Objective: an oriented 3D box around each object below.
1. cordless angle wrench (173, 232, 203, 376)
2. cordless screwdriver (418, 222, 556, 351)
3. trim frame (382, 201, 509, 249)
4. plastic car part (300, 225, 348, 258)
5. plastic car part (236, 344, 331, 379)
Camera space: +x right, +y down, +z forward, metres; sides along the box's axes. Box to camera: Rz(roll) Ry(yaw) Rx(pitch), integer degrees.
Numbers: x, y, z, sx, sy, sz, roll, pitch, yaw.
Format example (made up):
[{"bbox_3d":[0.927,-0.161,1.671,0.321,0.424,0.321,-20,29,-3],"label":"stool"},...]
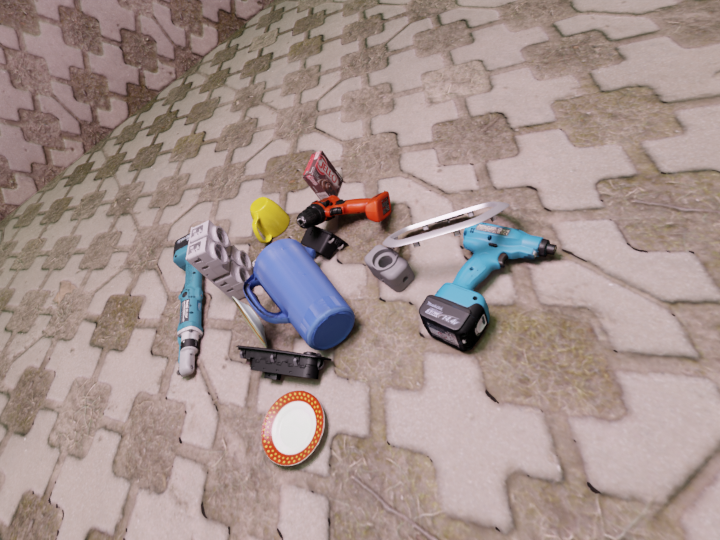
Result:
[{"bbox_3d":[-0.438,0.075,1.092,0.099,0.070,0.442,-26,48,10],"label":"cordless angle wrench"},{"bbox_3d":[0.220,0.021,0.738,0.168,0.070,0.248,16,61,38],"label":"cordless screwdriver"},{"bbox_3d":[0.159,-0.086,0.819,0.256,0.027,0.182,-17,13,26],"label":"trim frame"},{"bbox_3d":[-0.099,-0.065,1.010,0.123,0.062,0.071,23,82,45],"label":"plastic car part"},{"bbox_3d":[-0.156,0.183,0.839,0.211,0.063,0.068,-5,62,28],"label":"plastic car part"}]
